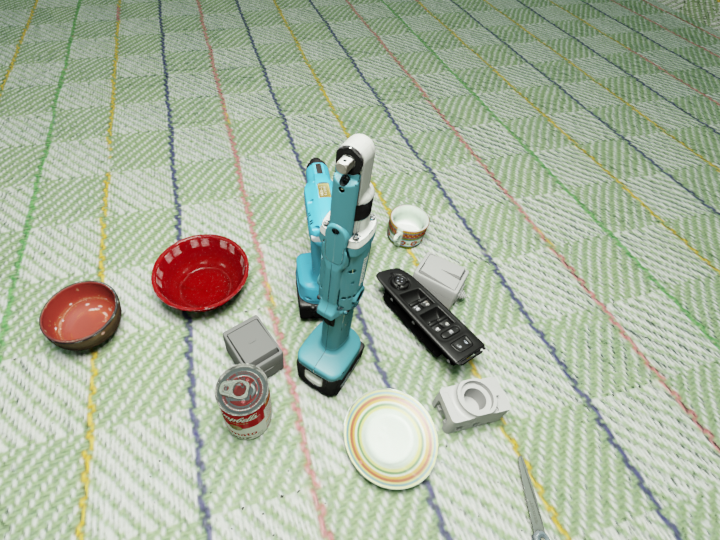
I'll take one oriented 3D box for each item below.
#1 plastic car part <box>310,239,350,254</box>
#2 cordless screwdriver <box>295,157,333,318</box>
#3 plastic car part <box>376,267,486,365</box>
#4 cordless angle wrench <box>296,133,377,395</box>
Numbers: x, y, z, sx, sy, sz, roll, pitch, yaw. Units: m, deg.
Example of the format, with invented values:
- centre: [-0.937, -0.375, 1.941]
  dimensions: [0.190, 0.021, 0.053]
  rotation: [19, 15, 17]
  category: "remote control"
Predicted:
- centre: [-0.035, -0.046, 0.782]
  dimensions: [0.116, 0.069, 0.068]
  rotation: [1, 51, -4]
  category: "plastic car part"
- centre: [-0.065, -0.043, 0.666]
  dimensions: [0.073, 0.242, 0.165]
  rotation: [-4, 51, -11]
  category: "cordless screwdriver"
- centre: [0.102, 0.074, 0.692]
  dimensions: [0.065, 0.065, 0.213]
  rotation: [-25, 56, -24]
  category: "plastic car part"
- centre: [-0.025, 0.020, 0.505]
  dimensions: [0.077, 0.412, 0.097]
  rotation: [28, 53, 14]
  category: "cordless angle wrench"
